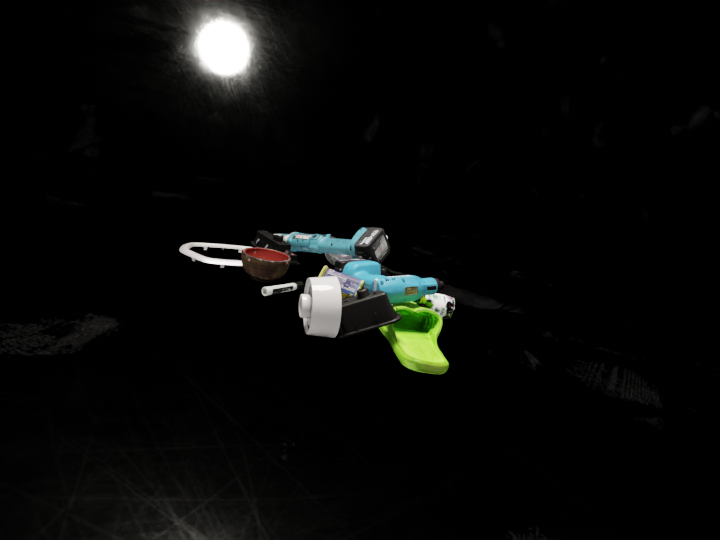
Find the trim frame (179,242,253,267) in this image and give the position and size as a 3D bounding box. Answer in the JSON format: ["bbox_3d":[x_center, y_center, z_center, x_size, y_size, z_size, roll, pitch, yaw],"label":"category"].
[{"bbox_3d":[-0.336,-0.039,1.084,0.238,0.027,0.194,1,19,-31],"label":"trim frame"}]

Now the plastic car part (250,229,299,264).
[{"bbox_3d":[-0.253,-0.072,1.214,0.063,0.066,0.215,-8,21,-39],"label":"plastic car part"}]

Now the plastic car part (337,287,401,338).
[{"bbox_3d":[0.007,0.068,0.756,0.118,0.070,0.066,-20,10,12],"label":"plastic car part"}]

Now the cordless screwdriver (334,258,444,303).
[{"bbox_3d":[0.050,0.022,0.933,0.154,0.074,0.259,-4,9,-26],"label":"cordless screwdriver"}]

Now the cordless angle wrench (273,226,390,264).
[{"bbox_3d":[-0.117,-0.077,1.201,0.445,0.071,0.097,7,43,41],"label":"cordless angle wrench"}]
